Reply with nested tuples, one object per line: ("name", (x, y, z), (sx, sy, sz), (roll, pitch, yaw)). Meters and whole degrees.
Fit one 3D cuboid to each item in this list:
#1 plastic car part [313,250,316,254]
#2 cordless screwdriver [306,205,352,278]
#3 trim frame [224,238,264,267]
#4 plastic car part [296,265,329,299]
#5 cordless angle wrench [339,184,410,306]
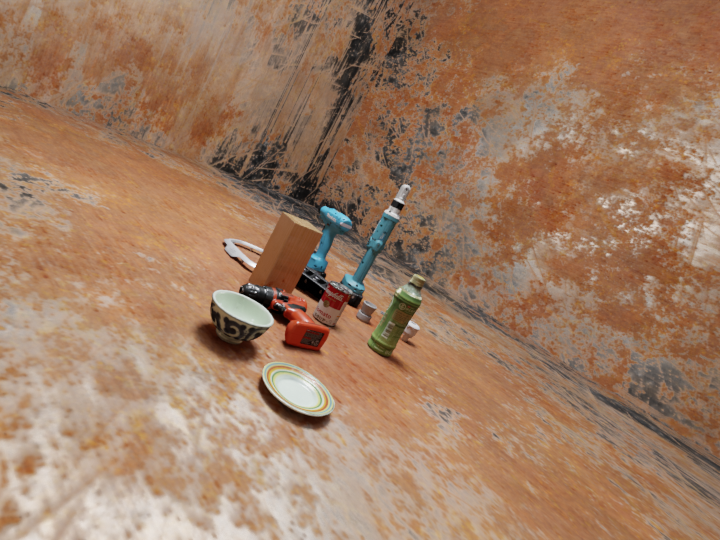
("plastic car part", (-0.199, -0.047, 1.532), (0.065, 0.071, 0.118), (26, 10, -10))
("cordless screwdriver", (-0.137, -0.089, 1.399), (0.070, 0.248, 0.169), (19, 13, -43))
("trim frame", (-0.326, -0.041, 1.300), (0.174, 0.027, 0.263), (17, 14, -44))
("plastic car part", (-0.150, 0.035, 1.263), (0.209, 0.067, 0.064), (30, 10, 15))
("cordless angle wrench", (0.050, -0.085, 1.365), (0.073, 0.422, 0.100), (26, 10, -13))
